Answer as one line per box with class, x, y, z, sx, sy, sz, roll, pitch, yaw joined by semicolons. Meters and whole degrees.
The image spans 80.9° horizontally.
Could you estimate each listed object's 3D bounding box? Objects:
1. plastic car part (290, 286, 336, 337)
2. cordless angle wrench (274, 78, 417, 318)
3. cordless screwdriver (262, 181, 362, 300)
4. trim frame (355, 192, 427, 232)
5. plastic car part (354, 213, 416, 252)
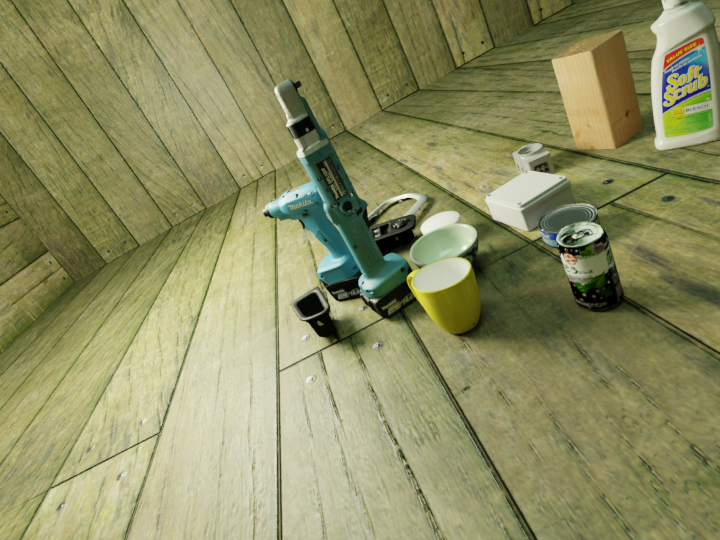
plastic car part;-0.079;0.088;0.787;0.065;0.068;0.121;-33;25;-7
cordless angle wrench;-0.028;-0.110;0.700;0.097;0.408;0.077;-32;22;-9
cordless screwdriver;-0.083;-0.054;0.852;0.165;0.240;0.074;-14;26;32
trim frame;0.068;-0.135;1.088;0.193;0.026;0.246;-1;38;45
plastic car part;0.035;-0.065;0.950;0.206;0.065;0.068;-23;24;15
